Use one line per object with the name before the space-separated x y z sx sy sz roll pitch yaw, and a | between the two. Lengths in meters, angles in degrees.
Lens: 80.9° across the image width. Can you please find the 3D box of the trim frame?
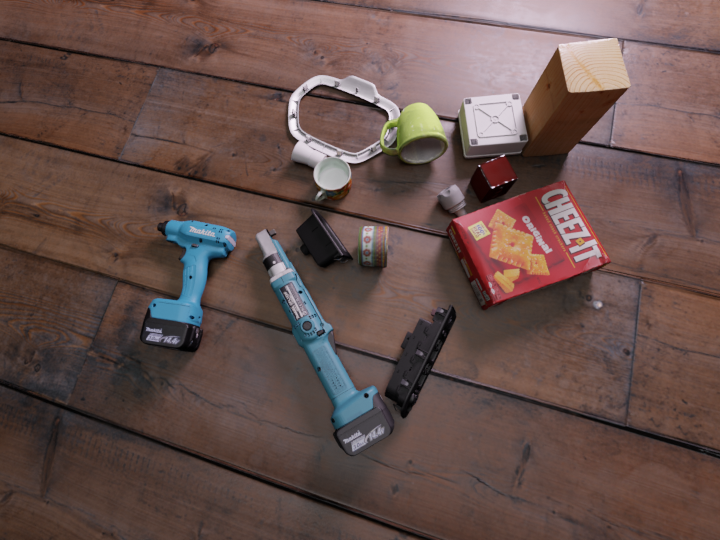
trim frame | -0.039 -0.326 0.889 0.256 0.027 0.184 27 78 15

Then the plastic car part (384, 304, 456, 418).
plastic car part | 0.098 0.148 0.720 0.070 0.064 0.203 20 77 19

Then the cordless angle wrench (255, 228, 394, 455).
cordless angle wrench | -0.088 0.103 0.753 0.098 0.072 0.437 -30 71 -4

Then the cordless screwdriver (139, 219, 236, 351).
cordless screwdriver | -0.347 0.021 0.804 0.162 0.072 0.251 10 72 9

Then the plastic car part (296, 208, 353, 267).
plastic car part | -0.078 -0.051 0.803 0.071 0.063 0.120 -41 71 8
